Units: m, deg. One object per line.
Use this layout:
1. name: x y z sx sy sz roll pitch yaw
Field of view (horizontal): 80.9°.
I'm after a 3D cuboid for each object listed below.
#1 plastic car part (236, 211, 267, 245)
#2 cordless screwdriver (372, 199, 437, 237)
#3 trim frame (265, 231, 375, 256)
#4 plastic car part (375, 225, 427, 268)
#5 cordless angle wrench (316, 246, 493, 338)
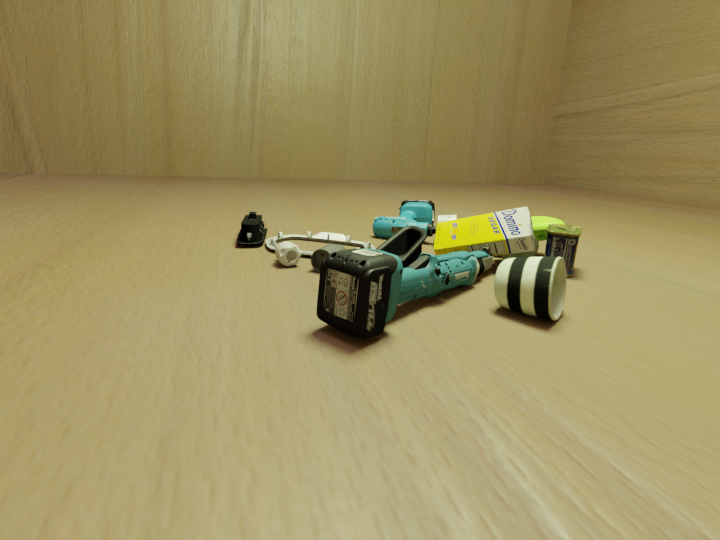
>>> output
1. plastic car part: -0.252 -0.101 0.993 0.065 0.066 0.209 7 17 -12
2. cordless screwdriver: 0.149 -0.132 1.120 0.166 0.073 0.243 6 19 24
3. trim frame: -0.091 -0.059 0.926 0.256 0.027 0.181 6 15 17
4. plastic car part: 0.078 -0.024 0.746 0.069 0.069 0.114 14 35 35
5. cordless angle wrench: 0.106 0.007 0.636 0.078 0.097 0.405 15 16 38
